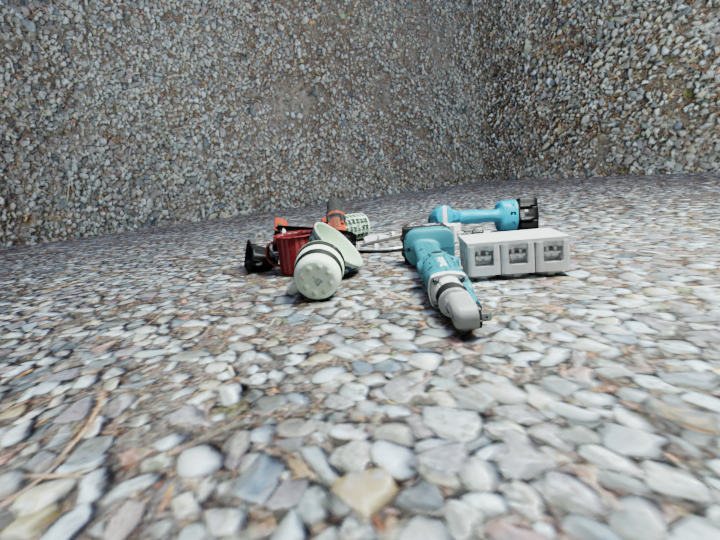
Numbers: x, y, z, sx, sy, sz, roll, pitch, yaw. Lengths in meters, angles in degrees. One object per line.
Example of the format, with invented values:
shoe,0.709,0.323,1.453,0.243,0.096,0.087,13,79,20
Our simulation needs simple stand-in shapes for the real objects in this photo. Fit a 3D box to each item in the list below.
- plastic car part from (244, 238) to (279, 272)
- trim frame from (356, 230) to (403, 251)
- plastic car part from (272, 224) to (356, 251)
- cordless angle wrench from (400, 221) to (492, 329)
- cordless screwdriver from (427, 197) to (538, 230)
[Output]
plastic car part,-0.223,-0.027,0.960,0.068,0.065,0.121,5,10,-24
trim frame,0.090,-0.079,1.081,0.240,0.027,0.193,-17,16,-31
plastic car part,-0.095,-0.062,0.967,0.196,0.065,0.070,0,20,-23
cordless angle wrench,0.121,-0.003,0.655,0.099,0.073,0.426,-6,15,4
cordless screwdriver,0.296,-0.132,1.057,0.251,0.074,0.158,-2,0,4
